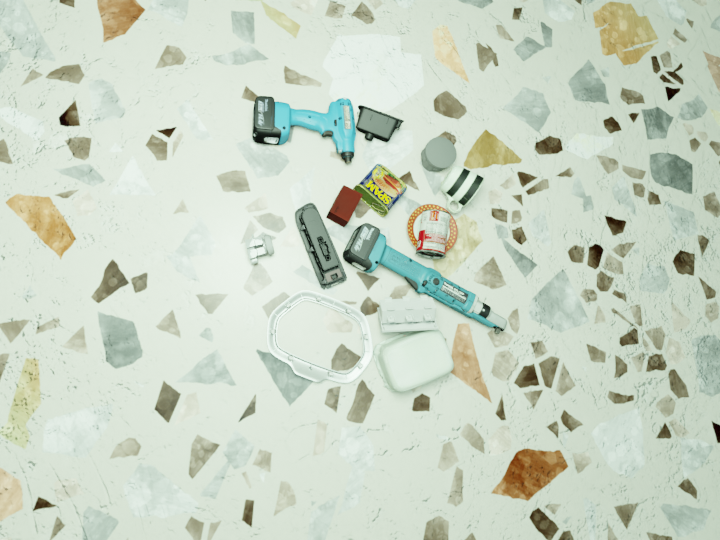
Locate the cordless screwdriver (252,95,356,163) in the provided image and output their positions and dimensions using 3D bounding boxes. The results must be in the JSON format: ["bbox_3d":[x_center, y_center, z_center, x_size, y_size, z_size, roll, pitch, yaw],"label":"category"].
[{"bbox_3d":[-0.131,-0.331,1.005,0.243,0.075,0.161,-3,81,-14],"label":"cordless screwdriver"}]

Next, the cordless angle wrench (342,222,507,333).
[{"bbox_3d":[0.163,0.029,0.987,0.418,0.075,0.098,29,76,-5],"label":"cordless angle wrench"}]

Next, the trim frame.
[{"bbox_3d":[-0.088,0.151,0.946,0.245,0.028,0.185,23,78,-6],"label":"trim frame"}]

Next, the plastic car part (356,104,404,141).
[{"bbox_3d":[0.038,-0.354,1.045,0.116,0.066,0.071,17,93,-4],"label":"plastic car part"}]

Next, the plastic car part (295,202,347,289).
[{"bbox_3d":[-0.095,-0.062,0.968,0.066,0.066,0.206,-22,82,-7],"label":"plastic car part"}]
